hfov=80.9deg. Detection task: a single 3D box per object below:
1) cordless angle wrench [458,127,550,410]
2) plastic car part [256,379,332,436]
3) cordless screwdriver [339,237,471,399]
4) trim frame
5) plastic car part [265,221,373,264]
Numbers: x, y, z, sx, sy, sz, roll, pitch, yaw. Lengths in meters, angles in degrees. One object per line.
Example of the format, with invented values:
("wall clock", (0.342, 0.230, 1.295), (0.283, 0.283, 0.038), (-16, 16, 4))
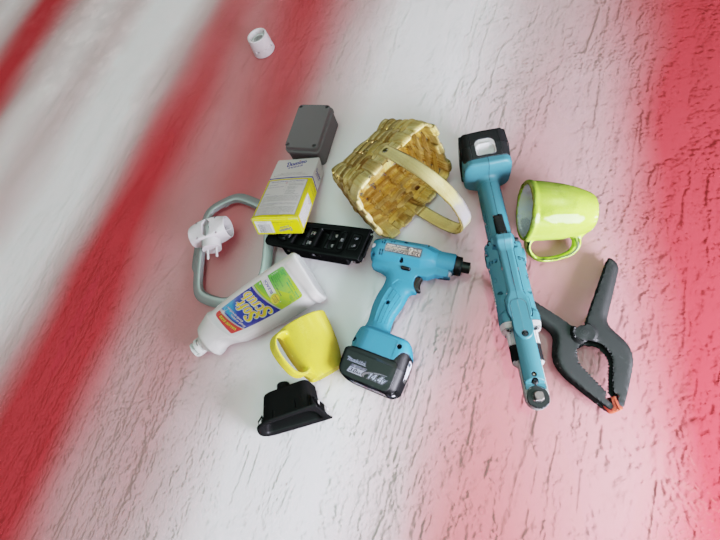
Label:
("cordless angle wrench", (0.212, -0.020, 0.622), (0.076, 0.093, 0.434), (-9, 62, 12))
("plastic car part", (-0.113, 0.210, 0.669), (0.118, 0.062, 0.073), (-19, 49, 12))
("cordless screwdriver", (0.070, 0.070, 0.658), (0.165, 0.071, 0.251), (10, 68, 21))
("trim frame", (-0.256, -0.044, 0.839), (0.188, 0.026, 0.254), (-8, 67, 14))
("plastic car part", (-0.074, -0.048, 0.756), (0.212, 0.064, 0.067), (11, 67, 25))
